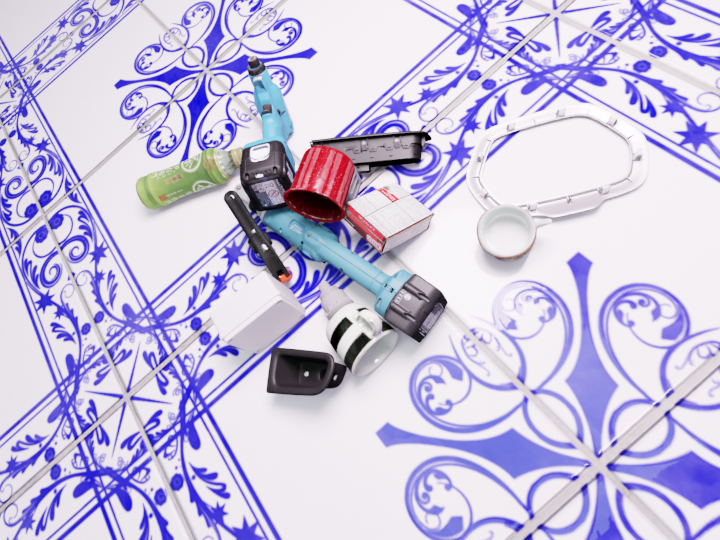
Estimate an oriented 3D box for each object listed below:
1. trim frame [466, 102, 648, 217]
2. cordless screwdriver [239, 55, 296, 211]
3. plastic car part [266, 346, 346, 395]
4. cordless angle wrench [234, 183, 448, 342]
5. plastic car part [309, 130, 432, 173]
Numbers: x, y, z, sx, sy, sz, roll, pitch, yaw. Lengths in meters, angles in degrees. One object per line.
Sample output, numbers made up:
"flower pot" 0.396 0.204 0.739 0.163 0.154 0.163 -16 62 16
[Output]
"trim frame" 0.289 -0.165 0.635 0.253 0.026 0.189 -12 68 12
"cordless screwdriver" -0.155 -0.229 0.701 0.075 0.152 0.258 -12 52 6
"plastic car part" -0.070 0.150 0.613 0.121 0.067 0.067 -5 70 32
"cordless angle wrench" -0.066 -0.043 0.676 0.444 0.093 0.074 34 87 29
"plastic car part" 0.018 -0.202 0.719 0.208 0.064 0.068 -5 80 16
